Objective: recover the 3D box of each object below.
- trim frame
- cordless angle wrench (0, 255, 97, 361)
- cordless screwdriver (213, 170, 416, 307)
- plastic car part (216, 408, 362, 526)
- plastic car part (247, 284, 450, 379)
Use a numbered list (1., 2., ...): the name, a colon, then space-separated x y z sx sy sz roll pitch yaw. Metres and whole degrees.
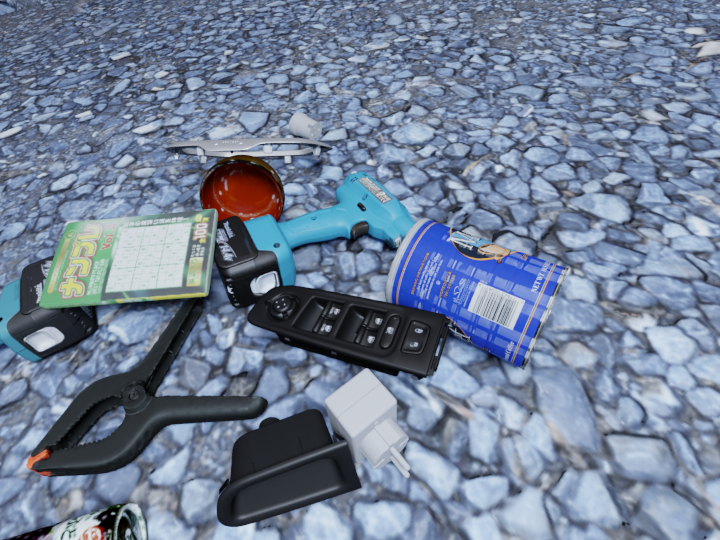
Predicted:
1. trim frame: -0.165 -0.177 0.632 0.252 0.027 0.183 3 8 8
2. cordless angle wrench: -0.514 0.122 0.458 0.418 0.071 0.103 -28 50 -13
3. cordless screwdriver: -0.051 -0.033 0.518 0.244 0.072 0.168 -25 49 -19
4. plastic car part: -0.067 0.158 0.360 0.116 0.063 0.074 -16 33 -2
5. plastic car part: -0.018 0.060 0.427 0.211 0.064 0.067 12 58 24
